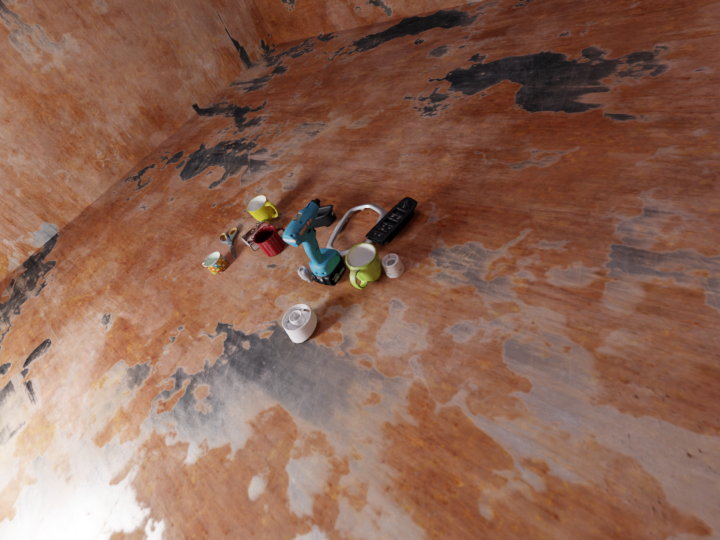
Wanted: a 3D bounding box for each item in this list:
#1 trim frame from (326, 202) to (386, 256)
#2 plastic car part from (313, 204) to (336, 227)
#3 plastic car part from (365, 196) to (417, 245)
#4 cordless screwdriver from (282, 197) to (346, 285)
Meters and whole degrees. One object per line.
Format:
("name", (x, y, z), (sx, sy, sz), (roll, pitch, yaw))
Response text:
("trim frame", (-0.015, -0.136, 1.389), (0.193, 0.026, 0.249), (3, 53, 34))
("plastic car part", (-0.136, -0.181, 1.477), (0.121, 0.067, 0.067), (-7, 46, 27))
("plastic car part", (0.107, -0.145, 1.293), (0.070, 0.063, 0.202), (22, 64, 43))
("cordless screwdriver", (-0.121, -0.079, 1.241), (0.078, 0.236, 0.159), (8, 54, 37))
